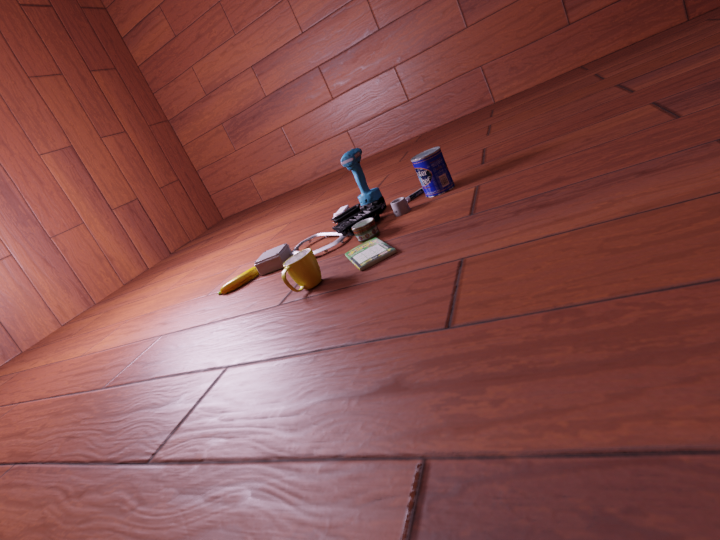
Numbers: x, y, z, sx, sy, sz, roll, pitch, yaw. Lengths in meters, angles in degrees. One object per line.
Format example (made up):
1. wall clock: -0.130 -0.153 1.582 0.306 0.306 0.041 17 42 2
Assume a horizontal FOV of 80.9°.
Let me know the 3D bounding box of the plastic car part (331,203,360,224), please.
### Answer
1. plastic car part: -0.034 -0.180 1.497 0.115 0.069 0.068 -30 17 -10

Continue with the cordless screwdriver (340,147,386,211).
1. cordless screwdriver: 0.015 -0.331 1.558 0.076 0.243 0.158 -18 18 26

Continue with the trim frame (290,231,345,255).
1. trim frame: -0.145 -0.095 1.486 0.181 0.027 0.260 -37 22 -28

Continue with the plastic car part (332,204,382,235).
1. plastic car part: 0.003 -0.163 1.411 0.199 0.065 0.069 -39 21 -32
